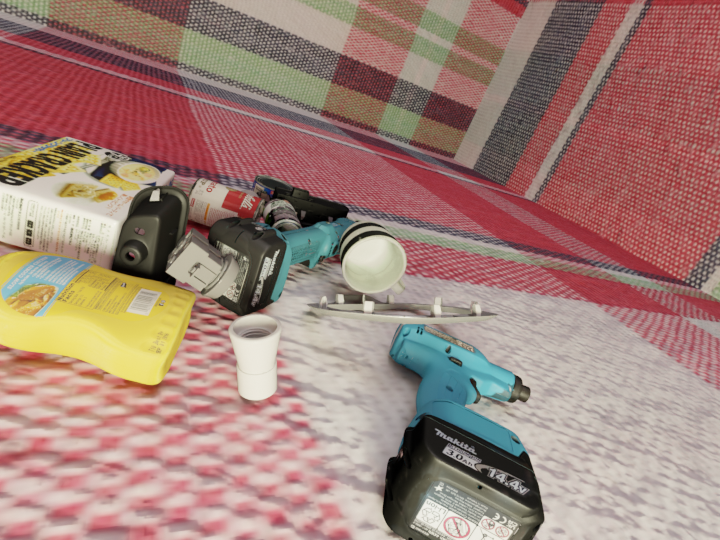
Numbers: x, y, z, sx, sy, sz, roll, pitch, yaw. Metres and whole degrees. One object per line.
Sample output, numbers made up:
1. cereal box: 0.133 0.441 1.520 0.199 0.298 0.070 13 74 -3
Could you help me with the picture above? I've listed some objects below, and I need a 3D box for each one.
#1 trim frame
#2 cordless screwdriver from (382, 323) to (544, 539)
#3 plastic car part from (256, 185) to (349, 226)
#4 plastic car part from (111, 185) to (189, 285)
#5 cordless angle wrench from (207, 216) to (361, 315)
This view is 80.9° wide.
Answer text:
1. trim frame: 0.052 0.045 0.525 0.237 0.027 0.193 1 0 -39
2. cordless screwdriver: 0.103 0.139 0.389 0.160 0.074 0.249 22 19 1
3. plastic car part: -0.105 -0.118 0.798 0.196 0.066 0.069 16 16 -20
4. plastic car part: -0.213 -0.023 0.415 0.065 0.115 0.073 18 26 -11
5. cordless angle wrench: -0.061 -0.040 0.626 0.077 0.097 0.411 26 20 16
